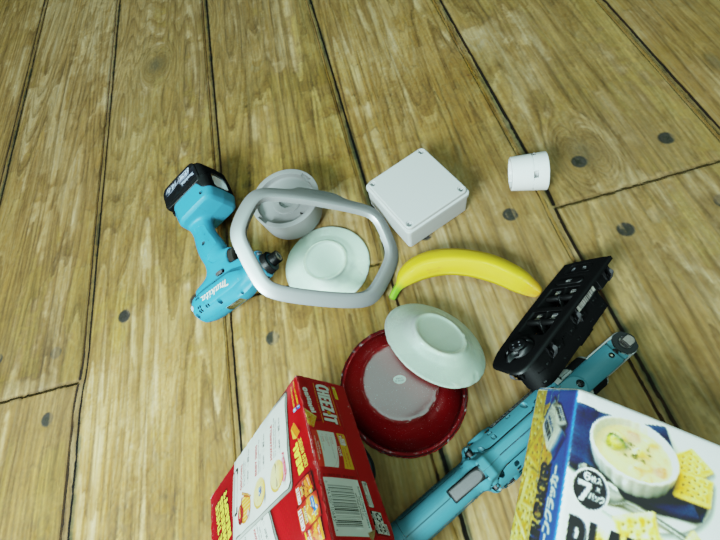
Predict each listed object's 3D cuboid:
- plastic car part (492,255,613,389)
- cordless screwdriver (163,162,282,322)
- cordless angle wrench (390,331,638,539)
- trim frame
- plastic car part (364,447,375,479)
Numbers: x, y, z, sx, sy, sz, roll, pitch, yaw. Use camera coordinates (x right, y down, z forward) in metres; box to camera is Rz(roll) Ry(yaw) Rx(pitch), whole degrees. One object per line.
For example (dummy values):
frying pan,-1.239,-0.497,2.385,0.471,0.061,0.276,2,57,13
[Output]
plastic car part,0.231,0.065,0.497,0.200,0.068,0.066,-38,102,-24
cordless screwdriver,-0.216,-0.062,0.658,0.161,0.070,0.259,-35,62,19
cordless angle wrench,0.143,0.203,0.456,0.420,0.094,0.078,-36,64,-10
trim frame,-0.058,-0.038,0.594,0.241,0.028,0.188,5,66,-17
plastic car part,-0.034,0.217,0.499,0.066,0.067,0.122,-44,60,-7
